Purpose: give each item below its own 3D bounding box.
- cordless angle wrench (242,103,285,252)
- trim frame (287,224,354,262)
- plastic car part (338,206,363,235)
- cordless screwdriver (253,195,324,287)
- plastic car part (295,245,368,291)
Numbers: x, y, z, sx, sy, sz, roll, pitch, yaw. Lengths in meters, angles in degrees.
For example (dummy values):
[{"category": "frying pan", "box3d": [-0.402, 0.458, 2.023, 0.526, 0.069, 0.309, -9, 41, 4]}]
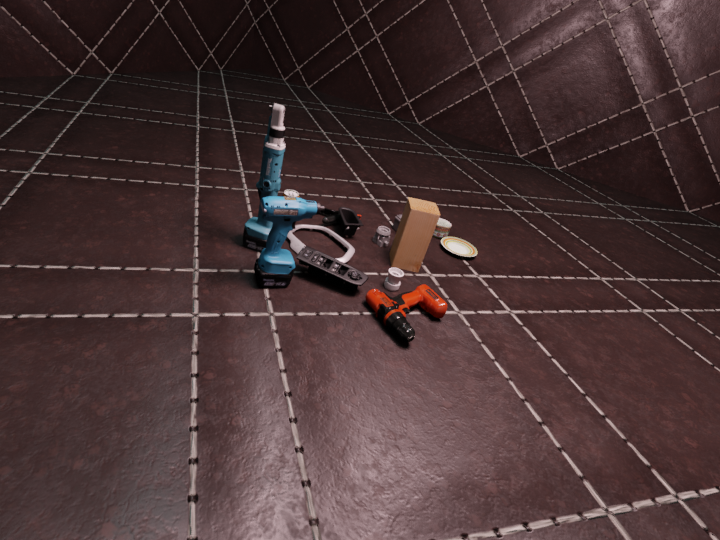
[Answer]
[{"category": "cordless angle wrench", "box3d": [-0.254, -0.247, 1.174, 0.099, 0.416, 0.074, 19, 31, 5]}, {"category": "trim frame", "box3d": [-0.130, -0.085, 1.332, 0.177, 0.027, 0.263, -16, 42, -38]}, {"category": "plastic car part", "box3d": [-0.044, -0.159, 1.440, 0.064, 0.070, 0.122, 2, 33, -21]}, {"category": "cordless screwdriver", "box3d": [-0.188, -0.074, 1.086, 0.154, 0.244, 0.078, 1, 34, -23]}, {"category": "plastic car part", "box3d": [-0.081, 0.004, 1.171, 0.208, 0.066, 0.066, 21, 32, 12]}]
